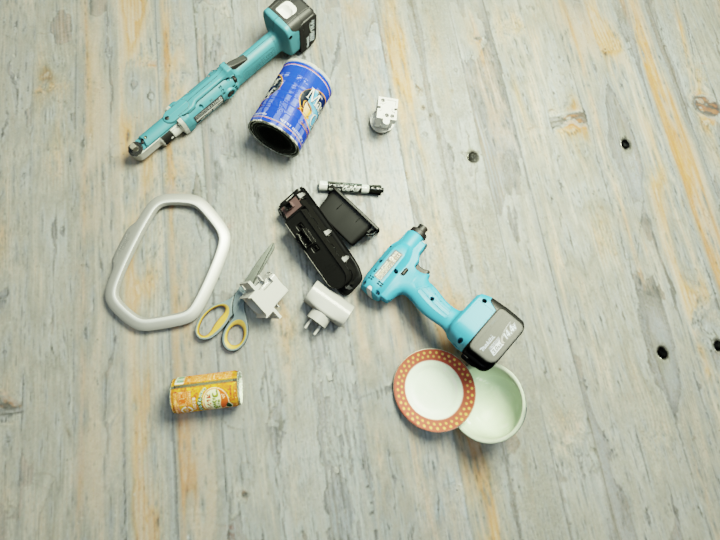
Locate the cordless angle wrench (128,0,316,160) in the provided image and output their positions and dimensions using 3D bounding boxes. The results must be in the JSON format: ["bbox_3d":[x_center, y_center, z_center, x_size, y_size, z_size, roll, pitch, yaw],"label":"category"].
[{"bbox_3d":[-0.257,-0.348,0.785,0.421,0.097,0.075,-44,87,-8],"label":"cordless angle wrench"}]

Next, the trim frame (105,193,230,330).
[{"bbox_3d":[-0.330,-0.018,0.725,0.184,0.027,0.250,19,77,-1],"label":"trim frame"}]

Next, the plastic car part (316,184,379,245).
[{"bbox_3d":[-0.030,-0.088,0.751,0.118,0.065,0.071,41,91,8],"label":"plastic car part"}]

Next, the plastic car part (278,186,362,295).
[{"bbox_3d":[-0.071,-0.046,0.723,0.067,0.066,0.204,-37,87,15],"label":"plastic car part"}]

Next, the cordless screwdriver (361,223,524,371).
[{"bbox_3d":[0.142,0.036,0.697,0.259,0.071,0.158,35,76,23],"label":"cordless screwdriver"}]
